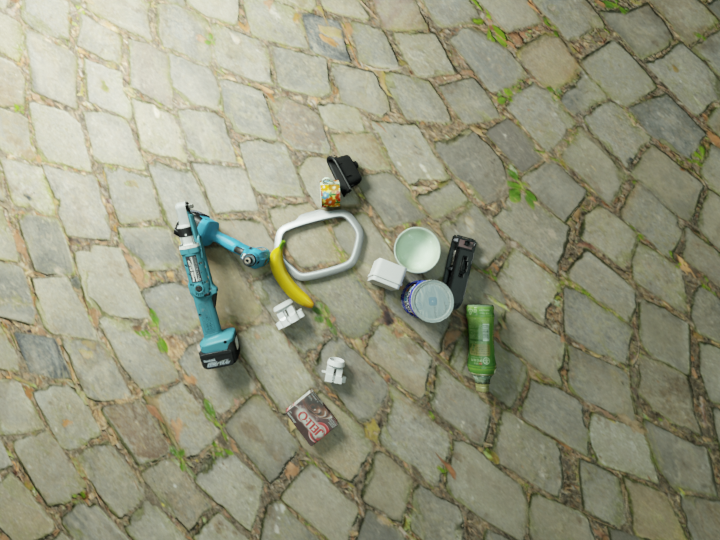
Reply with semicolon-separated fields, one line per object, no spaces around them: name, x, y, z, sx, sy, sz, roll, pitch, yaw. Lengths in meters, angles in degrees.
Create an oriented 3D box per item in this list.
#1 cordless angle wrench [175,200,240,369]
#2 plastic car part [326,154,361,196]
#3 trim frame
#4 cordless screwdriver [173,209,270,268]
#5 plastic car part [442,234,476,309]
cordless angle wrench;-0.391;0.037;1.045;0.098;0.076;0.414;-10;105;-2
plastic car part;-0.036;-0.271;1.153;0.069;0.066;0.118;-22;83;-19
trim frame;-0.112;-0.073;1.149;0.249;0.027;0.185;-16;86;1
cordless screwdriver;-0.356;-0.074;1.083;0.251;0.158;0.074;26;95;2
plastic car part;0.265;0.008;1.123;0.065;0.068;0.203;15;88;-9
